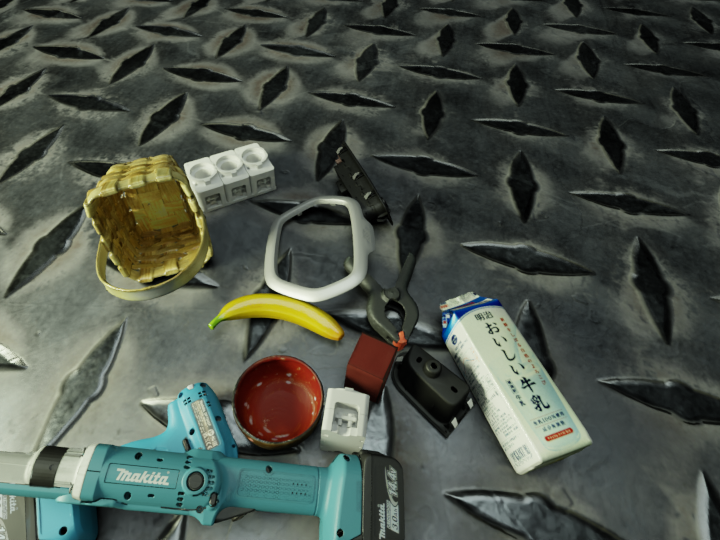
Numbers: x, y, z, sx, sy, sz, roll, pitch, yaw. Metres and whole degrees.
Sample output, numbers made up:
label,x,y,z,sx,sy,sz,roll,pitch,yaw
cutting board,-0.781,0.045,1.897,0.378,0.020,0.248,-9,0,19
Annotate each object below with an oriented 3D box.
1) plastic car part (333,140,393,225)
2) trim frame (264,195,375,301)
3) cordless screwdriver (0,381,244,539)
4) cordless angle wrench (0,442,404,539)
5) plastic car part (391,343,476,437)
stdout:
label,x,y,z,sx,sy,sz,roll,pitch,yaw
plastic car part,-0.004,-0.159,0.801,0.067,0.063,0.213,-28,56,-7
trim frame,-0.069,-0.045,0.704,0.186,0.026,0.257,-12,44,7
cordless screwdriver,-0.257,0.249,0.469,0.243,0.073,0.166,-23,60,-23
cordless angle wrench,-0.168,0.221,0.435,0.417,0.073,0.100,10,59,-8
plastic car part,0.095,0.146,0.559,0.065,0.069,0.121,-36,65,-29
